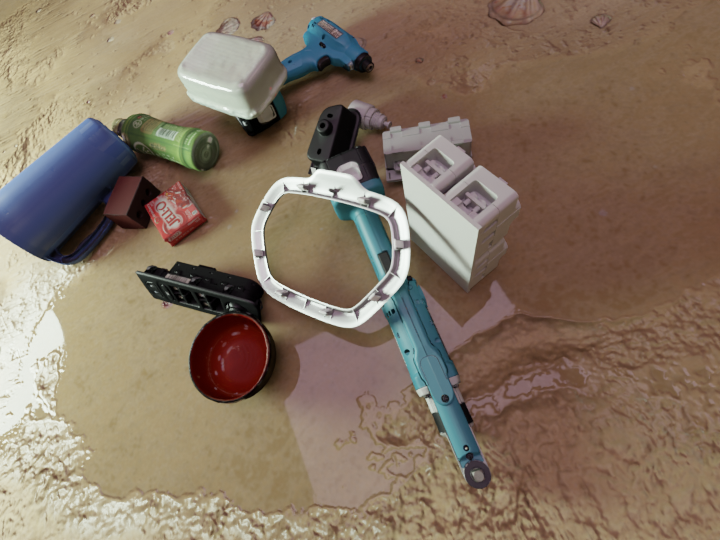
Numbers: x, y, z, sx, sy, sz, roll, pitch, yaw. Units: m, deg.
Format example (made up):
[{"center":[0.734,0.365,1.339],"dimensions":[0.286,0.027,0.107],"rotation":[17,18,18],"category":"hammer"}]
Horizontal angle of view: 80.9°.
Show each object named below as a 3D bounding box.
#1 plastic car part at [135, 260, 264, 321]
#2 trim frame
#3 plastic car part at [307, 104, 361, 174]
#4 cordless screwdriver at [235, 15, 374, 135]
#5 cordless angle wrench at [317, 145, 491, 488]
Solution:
[{"center":[-0.223,0.028,0.616],"dimensions":[0.211,0.064,0.067],"rotation":[15,45,21],"category":"plastic car part"},{"center":[-0.052,-0.034,0.537],"dimensions":[0.262,0.026,0.183],"rotation":[19,95,34],"category":"trim frame"},{"center":[-0.046,-0.200,0.640],"dimensions":[0.068,0.068,0.116],"rotation":[18,95,19],"category":"plastic car part"},{"center":[-0.110,-0.331,0.732],"dimensions":[0.248,0.071,0.167],"rotation":[-39,63,-6],"category":"cordless screwdriver"},{"center":[0.051,0.037,0.525],"dimensions":[0.075,0.094,0.437],"rotation":[-23,67,3],"category":"cordless angle wrench"}]
